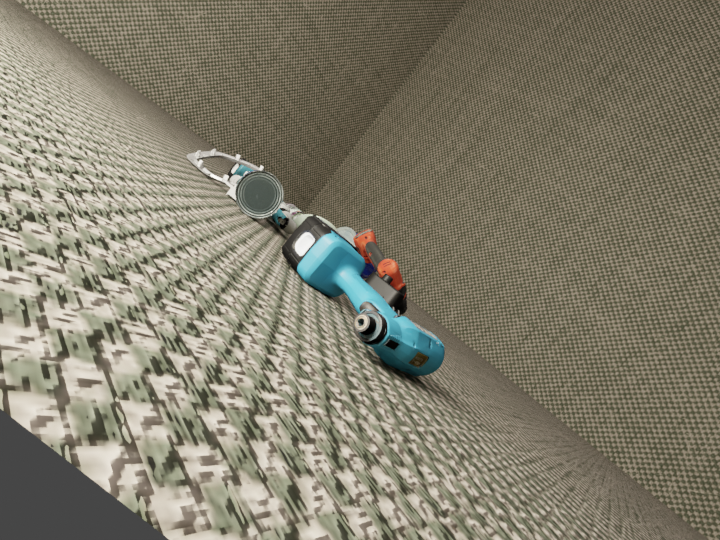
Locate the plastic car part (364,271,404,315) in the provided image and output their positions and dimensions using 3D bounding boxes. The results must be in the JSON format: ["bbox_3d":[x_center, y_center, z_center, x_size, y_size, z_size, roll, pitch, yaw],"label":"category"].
[{"bbox_3d":[0.045,0.044,0.898,0.122,0.071,0.062,43,4,30],"label":"plastic car part"}]

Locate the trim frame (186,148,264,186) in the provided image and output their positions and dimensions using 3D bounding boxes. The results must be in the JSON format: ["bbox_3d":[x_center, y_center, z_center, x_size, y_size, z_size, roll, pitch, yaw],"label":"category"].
[{"bbox_3d":[-0.286,-0.232,0.967,0.185,0.027,0.248,28,18,1],"label":"trim frame"}]

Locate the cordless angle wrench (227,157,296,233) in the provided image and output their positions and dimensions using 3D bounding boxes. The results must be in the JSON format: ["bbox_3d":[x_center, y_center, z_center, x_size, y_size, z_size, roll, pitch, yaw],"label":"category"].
[{"bbox_3d":[-0.235,-0.179,1.034,0.093,0.074,0.446,36,6,-37],"label":"cordless angle wrench"}]

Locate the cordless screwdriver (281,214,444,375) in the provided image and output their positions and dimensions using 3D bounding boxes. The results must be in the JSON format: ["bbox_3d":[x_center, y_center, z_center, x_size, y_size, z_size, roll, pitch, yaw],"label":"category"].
[{"bbox_3d":[-0.016,0.019,0.517,0.150,0.074,0.263,34,8,-49],"label":"cordless screwdriver"}]
